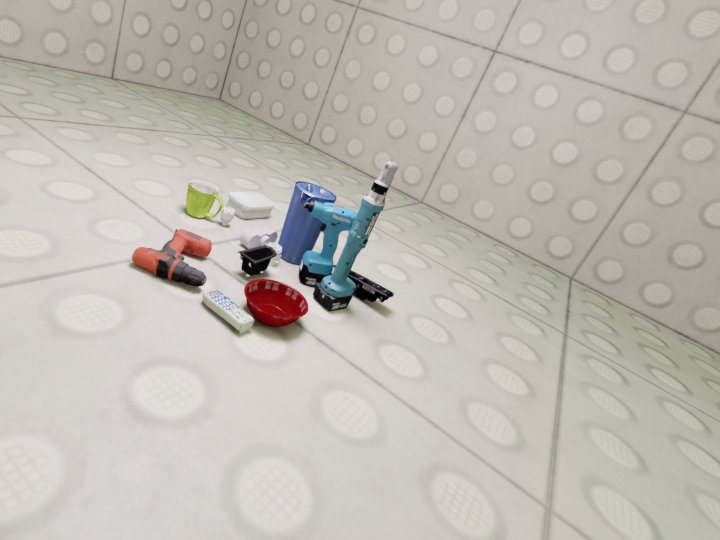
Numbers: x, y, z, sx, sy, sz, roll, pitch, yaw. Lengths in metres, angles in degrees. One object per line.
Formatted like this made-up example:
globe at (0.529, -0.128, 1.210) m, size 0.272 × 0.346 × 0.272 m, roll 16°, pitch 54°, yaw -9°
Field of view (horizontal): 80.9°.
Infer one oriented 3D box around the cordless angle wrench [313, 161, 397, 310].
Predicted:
cordless angle wrench at (-0.005, -0.087, 1.108) m, size 0.093 × 0.420 × 0.078 m, roll -3°, pitch 34°, yaw -49°

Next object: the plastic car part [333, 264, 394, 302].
plastic car part at (-0.002, 0.044, 1.279) m, size 0.212 × 0.066 × 0.064 m, roll 32°, pitch 24°, yaw 23°

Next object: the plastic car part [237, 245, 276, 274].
plastic car part at (-0.284, -0.022, 1.166) m, size 0.069 × 0.070 × 0.113 m, roll 32°, pitch 24°, yaw 20°

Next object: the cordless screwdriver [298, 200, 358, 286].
cordless screwdriver at (-0.118, -0.077, 1.210) m, size 0.155 × 0.247 × 0.077 m, roll 17°, pitch 23°, yaw -16°
